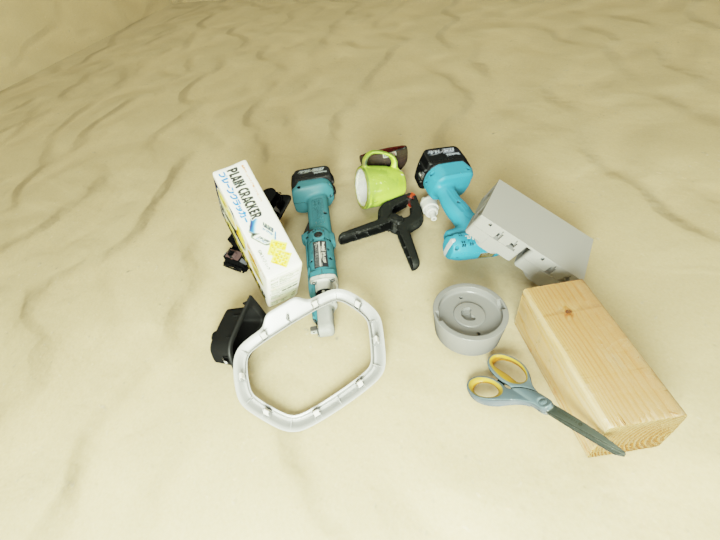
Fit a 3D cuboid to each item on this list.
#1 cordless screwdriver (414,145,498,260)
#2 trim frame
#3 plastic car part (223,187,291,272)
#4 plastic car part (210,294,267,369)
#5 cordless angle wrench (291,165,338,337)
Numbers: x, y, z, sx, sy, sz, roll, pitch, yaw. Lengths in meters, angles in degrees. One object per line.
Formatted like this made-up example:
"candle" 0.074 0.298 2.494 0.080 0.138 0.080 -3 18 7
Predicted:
"cordless screwdriver" 0.210 -0.133 0.828 0.157 0.073 0.258 -7 57 -11
"trim frame" -0.077 0.127 0.646 0.246 0.026 0.193 -32 61 -10
"plastic car part" -0.219 -0.096 0.877 0.070 0.063 0.203 11 58 36
"plastic car part" -0.215 0.107 0.709 0.074 0.063 0.118 -2 47 28
"cordless angle wrench" -0.081 -0.053 0.832 0.098 0.071 0.439 -10 47 0
